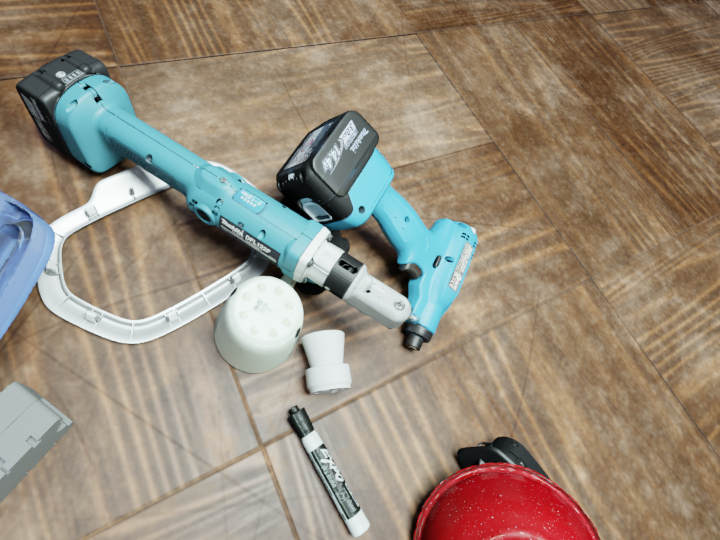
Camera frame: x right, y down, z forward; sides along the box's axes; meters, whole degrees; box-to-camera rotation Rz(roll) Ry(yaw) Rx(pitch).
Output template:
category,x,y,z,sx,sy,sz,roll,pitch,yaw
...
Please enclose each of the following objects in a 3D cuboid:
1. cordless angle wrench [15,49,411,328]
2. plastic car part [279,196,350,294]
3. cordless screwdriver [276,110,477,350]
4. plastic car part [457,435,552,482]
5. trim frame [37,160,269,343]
category,x,y,z,sx,sy,sz,roll,pitch,yaw
cordless angle wrench,-0.137,-0.070,0.413,0.430,0.097,0.074,32,60,8
plastic car part,-0.047,-0.031,0.482,0.068,0.067,0.119,-12,72,-38
cordless screwdriver,0.022,-0.035,0.449,0.237,0.077,0.160,38,67,-27
plastic car part,0.181,0.243,0.399,0.065,0.066,0.207,-31,76,-38
trim frame,-0.209,-0.034,0.452,0.244,0.027,0.189,-33,75,-26
